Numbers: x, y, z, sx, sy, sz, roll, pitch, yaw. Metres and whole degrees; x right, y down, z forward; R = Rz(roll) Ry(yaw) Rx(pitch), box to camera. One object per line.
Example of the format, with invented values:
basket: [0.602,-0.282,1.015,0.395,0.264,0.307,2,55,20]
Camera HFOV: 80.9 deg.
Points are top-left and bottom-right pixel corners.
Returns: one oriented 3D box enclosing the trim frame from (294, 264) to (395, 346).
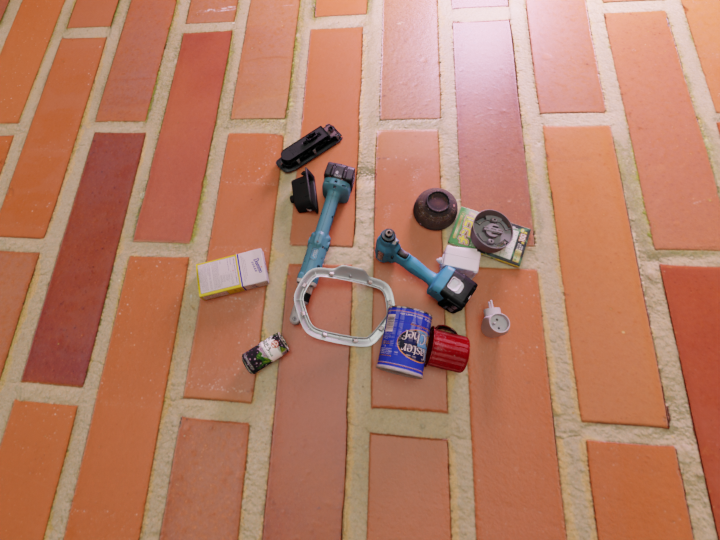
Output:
trim frame: [-0.036,0.082,1.007,0.247,0.027,0.185,12,79,-4]

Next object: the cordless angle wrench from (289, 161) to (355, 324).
cordless angle wrench: [-0.105,-0.068,1.070,0.075,0.096,0.426,15,76,5]

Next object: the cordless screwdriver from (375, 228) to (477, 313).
cordless screwdriver: [0.144,-0.007,0.982,0.256,0.155,0.074,35,77,13]

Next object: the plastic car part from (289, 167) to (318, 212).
plastic car part: [-0.157,-0.207,1.144,0.073,0.063,0.119,-11,73,17]

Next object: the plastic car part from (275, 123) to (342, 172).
plastic car part: [-0.148,-0.349,1.191,0.202,0.066,0.068,-36,80,-4]
